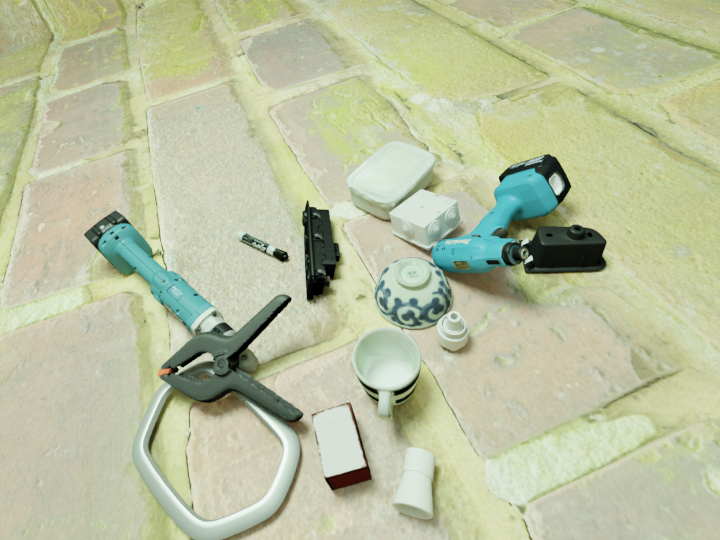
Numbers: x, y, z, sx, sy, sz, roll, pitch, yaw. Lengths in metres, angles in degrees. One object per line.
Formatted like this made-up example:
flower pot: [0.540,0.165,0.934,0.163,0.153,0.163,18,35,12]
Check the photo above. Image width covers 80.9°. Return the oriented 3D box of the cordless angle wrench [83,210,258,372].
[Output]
cordless angle wrench: [-0.319,0.032,0.710,0.444,0.094,0.074,32,65,29]

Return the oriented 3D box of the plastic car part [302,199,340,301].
plastic car part: [-0.072,-0.047,0.737,0.066,0.064,0.211,-7,49,-8]

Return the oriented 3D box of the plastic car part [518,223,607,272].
plastic car part: [0.312,-0.040,0.642,0.119,0.068,0.067,-2,52,14]

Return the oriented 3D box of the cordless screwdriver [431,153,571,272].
cordless screwdriver: [0.238,-0.084,0.651,0.246,0.072,0.165,-43,19,-22]

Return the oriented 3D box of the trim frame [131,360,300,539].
trim frame: [-0.194,0.224,0.560,0.262,0.026,0.183,26,61,31]
